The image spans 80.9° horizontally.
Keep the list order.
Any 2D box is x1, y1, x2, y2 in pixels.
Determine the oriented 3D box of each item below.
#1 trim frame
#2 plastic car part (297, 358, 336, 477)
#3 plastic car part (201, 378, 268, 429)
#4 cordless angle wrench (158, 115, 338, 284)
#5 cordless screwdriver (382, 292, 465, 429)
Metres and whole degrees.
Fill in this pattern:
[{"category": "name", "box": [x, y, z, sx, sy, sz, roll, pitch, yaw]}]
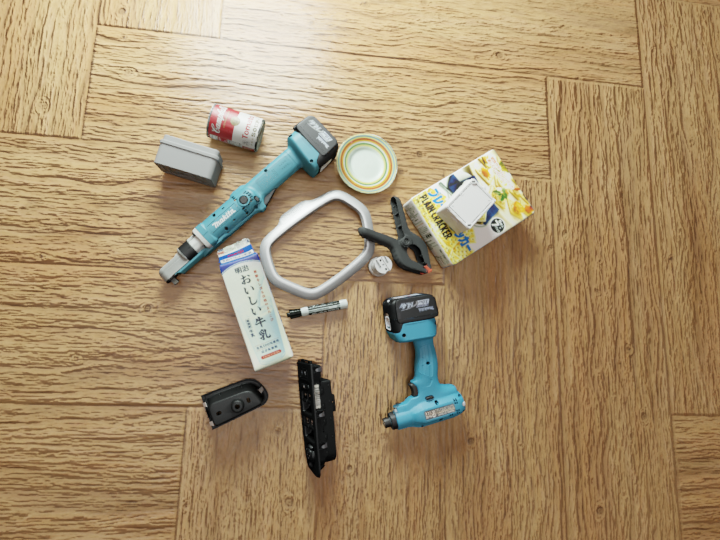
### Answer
[{"category": "trim frame", "box": [-0.083, -0.054, 0.850, 0.247, 0.027, 0.185, -38, 88, -9]}, {"category": "plastic car part", "box": [-0.079, 0.269, 0.786, 0.064, 0.069, 0.205, 4, 78, -35]}, {"category": "plastic car part", "box": [-0.227, 0.241, 0.763, 0.115, 0.071, 0.066, -21, 89, -8]}, {"category": "cordless angle wrench", "box": [-0.223, -0.131, 0.824, 0.421, 0.074, 0.098, -44, 90, -9]}, {"category": "cordless screwdriver", "box": [0.095, 0.174, 0.814, 0.157, 0.075, 0.250, -13, 87, -10]}]
